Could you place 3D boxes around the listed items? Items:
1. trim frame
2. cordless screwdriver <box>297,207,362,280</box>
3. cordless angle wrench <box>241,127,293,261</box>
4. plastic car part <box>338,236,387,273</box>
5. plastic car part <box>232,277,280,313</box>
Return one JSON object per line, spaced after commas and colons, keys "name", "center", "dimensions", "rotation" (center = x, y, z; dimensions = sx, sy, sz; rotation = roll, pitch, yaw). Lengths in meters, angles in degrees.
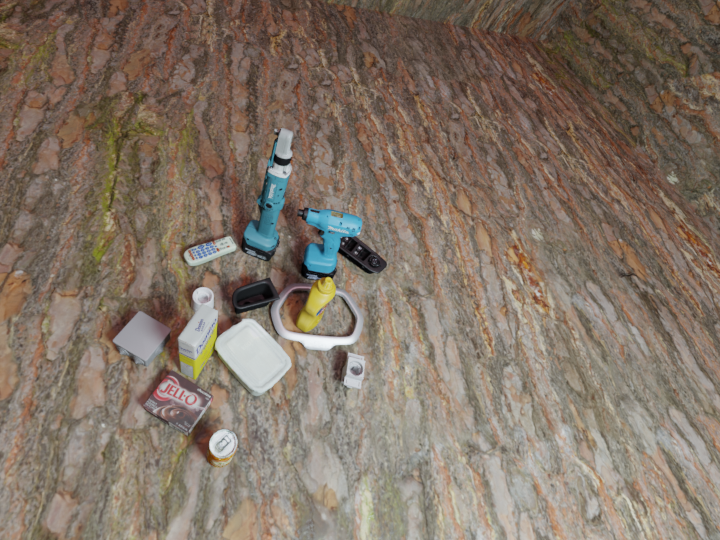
{"name": "trim frame", "center": [-0.112, 0.118, 1.108], "dimensions": [0.243, 0.027, 0.190], "rotation": [7, 53, -13]}
{"name": "cordless screwdriver", "center": [-0.109, -0.071, 1.110], "dimensions": [0.156, 0.247, 0.076], "rotation": [14, 53, -12]}
{"name": "cordless angle wrench", "center": [-0.220, -0.177, 1.043], "dimensions": [0.097, 0.420, 0.075], "rotation": [24, 51, -6]}
{"name": "plastic car part", "center": [-0.020, -0.053, 1.240], "dimensions": [0.207, 0.066, 0.066], "rotation": [35, 51, 9]}
{"name": "plastic car part", "center": [-0.272, 0.074, 1.062], "dimensions": [0.113, 0.070, 0.069], "rotation": [-18, 64, -29]}
